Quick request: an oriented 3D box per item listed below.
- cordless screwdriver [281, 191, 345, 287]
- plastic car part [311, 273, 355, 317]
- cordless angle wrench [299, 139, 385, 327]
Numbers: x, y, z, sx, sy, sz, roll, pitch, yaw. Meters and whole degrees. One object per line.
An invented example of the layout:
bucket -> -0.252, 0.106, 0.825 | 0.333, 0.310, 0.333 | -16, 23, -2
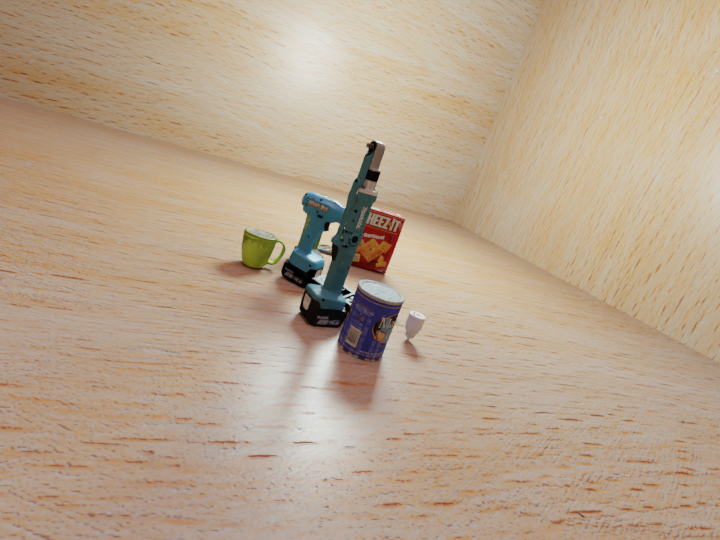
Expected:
cordless screwdriver -> -0.111, -0.073, 1.139 | 0.166, 0.247, 0.072 | 25, 16, 21
plastic car part -> -0.036, 0.082, 1.039 | 0.214, 0.066, 0.063 | 29, 18, 32
cordless angle wrench -> -0.027, -0.076, 0.933 | 0.093, 0.420, 0.078 | 10, 18, -32
